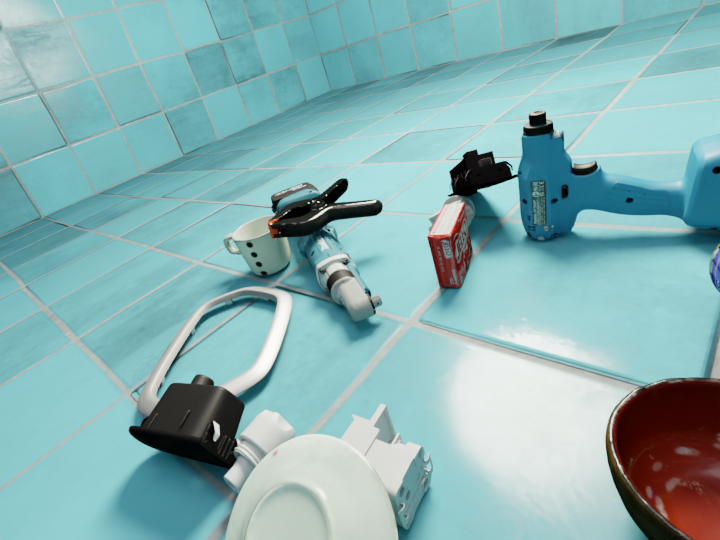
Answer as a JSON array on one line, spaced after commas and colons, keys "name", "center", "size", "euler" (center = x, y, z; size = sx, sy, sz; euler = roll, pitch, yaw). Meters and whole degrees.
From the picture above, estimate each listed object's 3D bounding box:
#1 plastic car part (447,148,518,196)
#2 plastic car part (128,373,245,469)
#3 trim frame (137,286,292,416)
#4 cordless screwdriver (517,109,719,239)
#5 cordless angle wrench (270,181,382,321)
[{"name": "plastic car part", "center": [0.168, -0.144, 0.644], "size": [0.067, 0.067, 0.201], "euler": [-21, 0, 4]}, {"name": "plastic car part", "center": [-0.156, 0.134, 0.395], "size": [0.121, 0.063, 0.071], "euler": [-2, 47, 31]}, {"name": "trim frame", "center": [-0.179, 0.092, 0.540], "size": [0.187, 0.026, 0.254], "euler": [-12, 30, 10]}, {"name": "cordless screwdriver", "center": [0.308, -0.110, 0.463], "size": [0.261, 0.154, 0.073], "euler": [4, 33, 33]}, {"name": "cordless angle wrench", "center": [-0.065, -0.043, 0.667], "size": [0.097, 0.071, 0.442], "euler": [-23, 30, -8]}]
